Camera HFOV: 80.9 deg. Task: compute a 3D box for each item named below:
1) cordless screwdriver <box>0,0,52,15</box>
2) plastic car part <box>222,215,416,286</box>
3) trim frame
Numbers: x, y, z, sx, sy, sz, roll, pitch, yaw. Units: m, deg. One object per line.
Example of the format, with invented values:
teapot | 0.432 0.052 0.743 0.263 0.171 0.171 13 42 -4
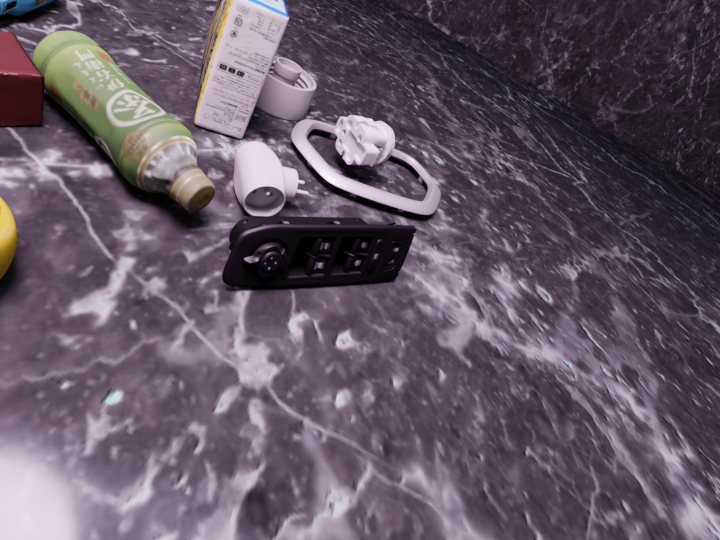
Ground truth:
cordless screwdriver | -0.495 -0.366 0.469 0.240 0.074 0.164 22 38 -20
plastic car part | -0.040 -0.026 0.406 0.194 0.066 0.071 -7 43 -40
trim frame | 0.013 -0.153 0.617 0.240 0.027 0.191 11 42 -22
